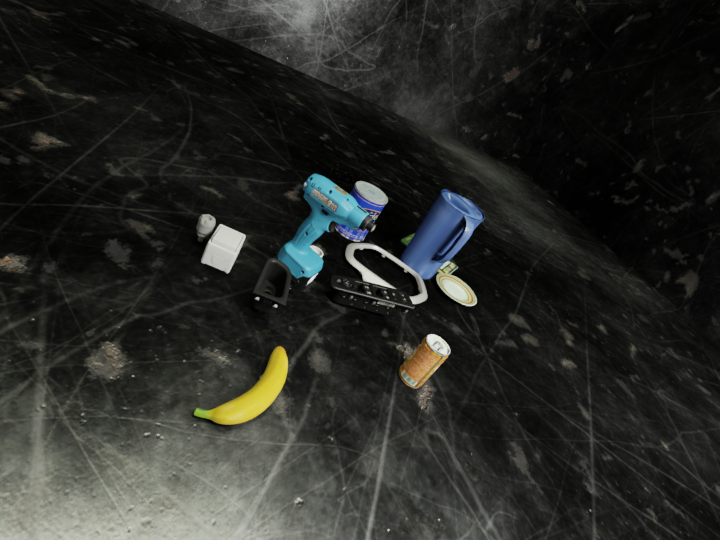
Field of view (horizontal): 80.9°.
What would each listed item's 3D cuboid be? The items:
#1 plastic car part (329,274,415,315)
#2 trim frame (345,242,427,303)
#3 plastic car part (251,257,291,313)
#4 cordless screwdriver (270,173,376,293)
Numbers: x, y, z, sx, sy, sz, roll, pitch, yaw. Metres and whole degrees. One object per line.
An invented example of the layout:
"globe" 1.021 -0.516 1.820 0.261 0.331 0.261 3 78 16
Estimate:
"plastic car part" 0.016 0.059 0.953 0.197 0.067 0.069 19 33 -18
"trim frame" 0.068 0.003 1.118 0.254 0.027 0.181 35 31 10
"plastic car part" -0.177 0.038 0.822 0.065 0.071 0.119 23 31 -13
"cordless screwdriver" -0.084 -0.055 0.862 0.163 0.248 0.072 39 31 12
